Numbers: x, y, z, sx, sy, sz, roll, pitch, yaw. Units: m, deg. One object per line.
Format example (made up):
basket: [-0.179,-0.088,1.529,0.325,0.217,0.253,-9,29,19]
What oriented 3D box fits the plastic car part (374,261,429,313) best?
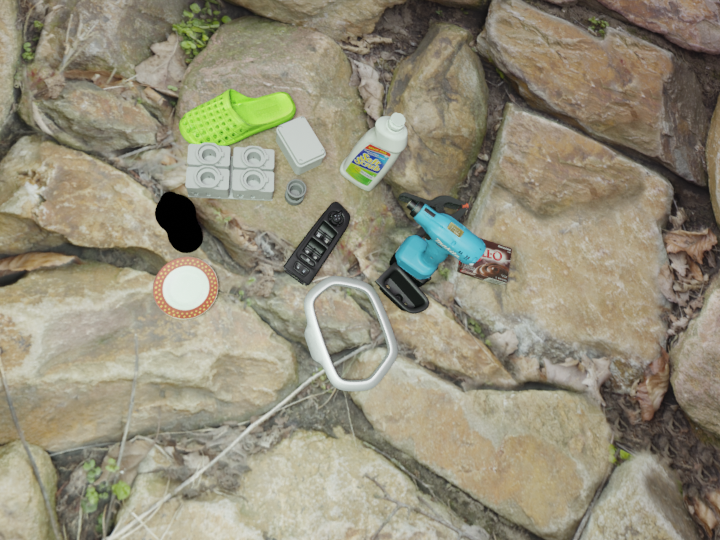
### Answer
plastic car part: [0.085,0.050,0.920,0.065,0.071,0.118,-41,86,-19]

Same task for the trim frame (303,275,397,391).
trim frame: [-0.025,0.130,0.900,0.181,0.027,0.253,-18,78,-15]

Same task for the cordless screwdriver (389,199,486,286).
cordless screwdriver: [0.126,-0.053,0.864,0.159,0.250,0.074,39,71,-2]

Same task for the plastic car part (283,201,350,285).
plastic car part: [-0.090,-0.059,0.924,0.066,0.067,0.203,34,71,-2]
